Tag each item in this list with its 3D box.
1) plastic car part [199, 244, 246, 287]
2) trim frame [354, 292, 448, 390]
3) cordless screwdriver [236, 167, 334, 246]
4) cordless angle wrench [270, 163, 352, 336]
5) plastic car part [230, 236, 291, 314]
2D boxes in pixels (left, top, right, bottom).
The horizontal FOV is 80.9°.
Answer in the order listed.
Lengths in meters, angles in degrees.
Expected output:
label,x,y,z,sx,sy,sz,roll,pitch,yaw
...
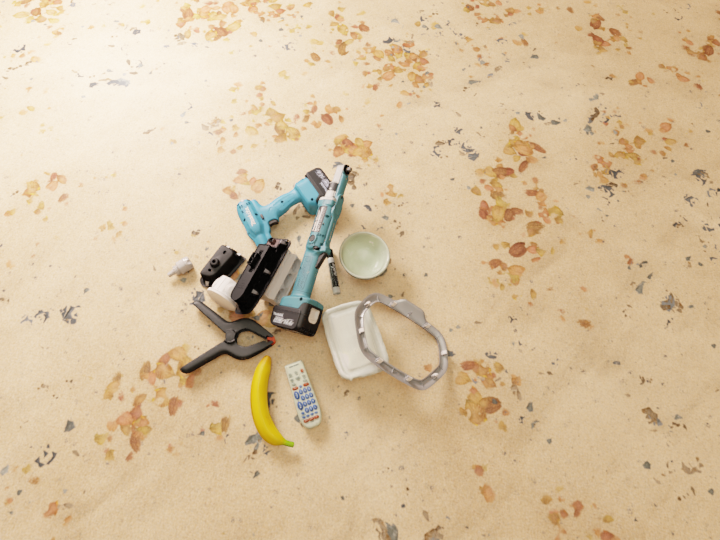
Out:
label,x,y,z,sx,sy,sz,roll,pitch,yaw
plastic car part,-0.339,-0.014,1.015,0.068,0.069,0.116,31,66,11
trim frame,0.093,0.150,0.932,0.246,0.028,0.185,31,50,-5
cordless screwdriver,-0.177,-0.149,1.078,0.247,0.072,0.164,-27,71,-8
cordless angle wrench,-0.097,-0.063,0.993,0.103,0.070,0.426,3,70,37
plastic car part,-0.231,0.004,0.954,0.070,0.063,0.204,9,66,33
